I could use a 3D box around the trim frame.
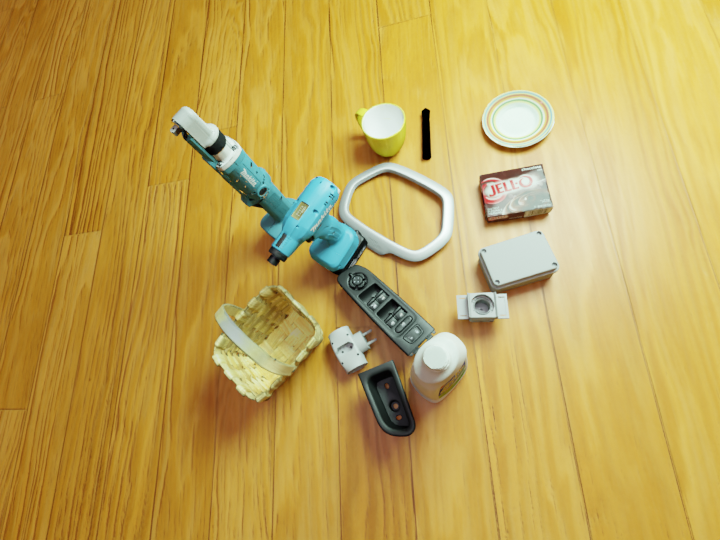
[{"bbox_3d":[0.070,-0.121,0.856,0.260,0.026,0.184,33,84,24],"label":"trim frame"}]

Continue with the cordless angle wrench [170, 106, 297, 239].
[{"bbox_3d":[-0.188,-0.149,0.738,0.077,0.406,0.098,39,86,21],"label":"cordless angle wrench"}]

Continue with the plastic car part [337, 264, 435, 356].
[{"bbox_3d":[0.042,0.067,0.779,0.066,0.064,0.212,-46,65,-2],"label":"plastic car part"}]

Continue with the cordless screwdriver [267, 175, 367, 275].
[{"bbox_3d":[-0.074,-0.049,0.760,0.077,0.239,0.159,33,84,20],"label":"cordless screwdriver"}]

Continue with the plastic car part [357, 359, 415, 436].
[{"bbox_3d":[0.052,0.223,0.720,0.066,0.068,0.121,-25,67,7],"label":"plastic car part"}]
